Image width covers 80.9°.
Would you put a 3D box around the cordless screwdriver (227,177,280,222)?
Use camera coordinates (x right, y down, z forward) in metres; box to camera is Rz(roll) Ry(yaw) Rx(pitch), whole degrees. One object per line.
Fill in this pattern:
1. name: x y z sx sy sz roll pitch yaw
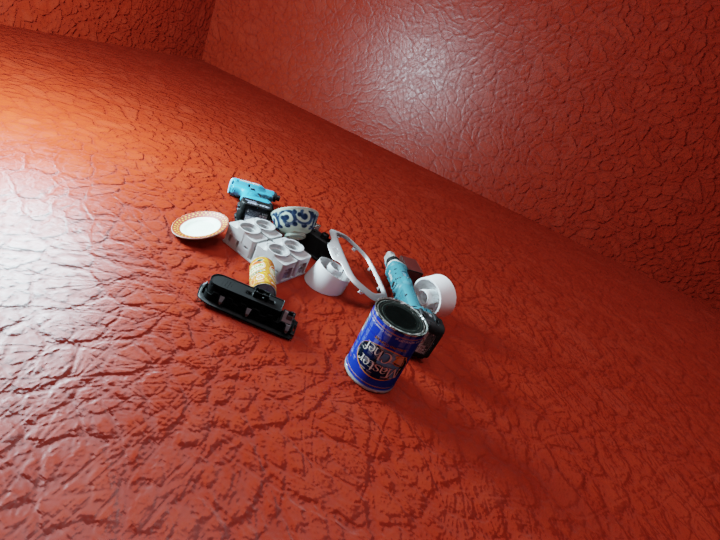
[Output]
1. cordless screwdriver: -0.288 -0.188 1.198 0.153 0.074 0.261 11 24 -25

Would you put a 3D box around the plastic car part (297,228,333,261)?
1. plastic car part: -0.110 -0.072 1.121 0.122 0.070 0.064 32 28 23

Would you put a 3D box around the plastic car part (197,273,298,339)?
1. plastic car part: -0.212 0.061 0.801 0.203 0.066 0.067 20 33 -1

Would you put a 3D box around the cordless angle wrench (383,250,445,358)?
1. cordless angle wrench: 0.104 0.047 1.051 0.073 0.097 0.435 22 22 -15

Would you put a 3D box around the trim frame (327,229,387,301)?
1. trim frame: -0.010 -0.014 1.068 0.174 0.028 0.260 33 24 -39
